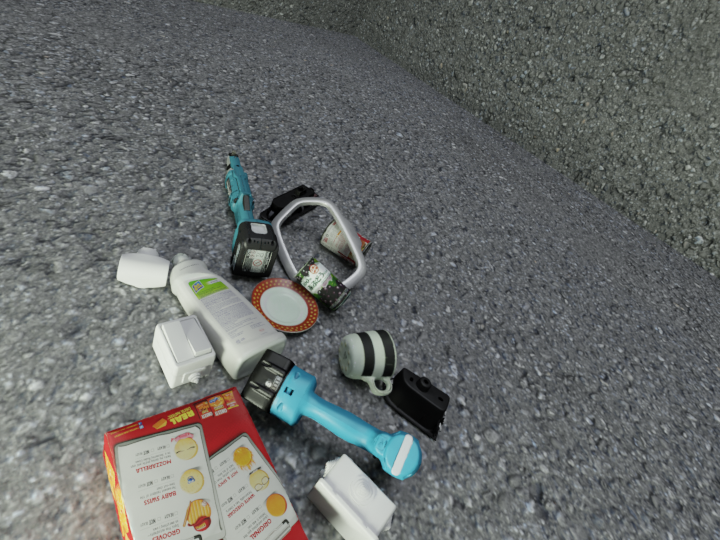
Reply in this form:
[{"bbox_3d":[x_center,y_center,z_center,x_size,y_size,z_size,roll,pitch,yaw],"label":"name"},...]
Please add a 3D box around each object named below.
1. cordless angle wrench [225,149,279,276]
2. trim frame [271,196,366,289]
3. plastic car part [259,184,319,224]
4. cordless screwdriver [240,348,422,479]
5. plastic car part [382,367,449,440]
[{"bbox_3d":[-0.265,-0.154,0.944,0.071,0.097,0.444,5,36,-28],"label":"cordless angle wrench"},{"bbox_3d":[-0.089,-0.058,0.907,0.181,0.027,0.259,-20,63,-15],"label":"trim frame"},{"bbox_3d":[-0.163,-0.166,1.034,0.067,0.067,0.200,40,41,5],"label":"plastic car part"},{"bbox_3d":[-0.039,0.209,0.596,0.257,0.154,0.074,24,68,15],"label":"cordless screwdriver"},{"bbox_3d":[0.099,0.210,0.706,0.119,0.071,0.065,36,35,8],"label":"plastic car part"}]
